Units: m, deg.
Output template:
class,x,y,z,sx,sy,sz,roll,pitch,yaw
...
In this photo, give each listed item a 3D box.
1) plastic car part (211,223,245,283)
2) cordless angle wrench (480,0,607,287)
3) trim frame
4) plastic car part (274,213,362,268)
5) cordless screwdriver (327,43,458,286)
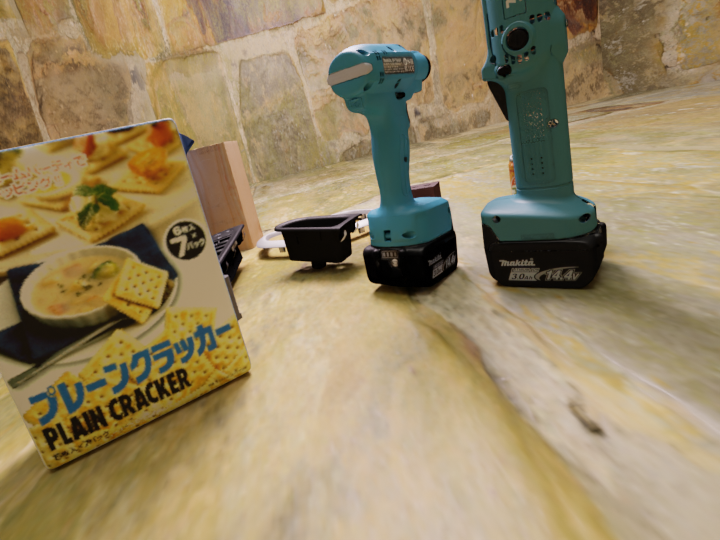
class,x,y,z,sx,sy,sz,roll,pitch,yaw
plastic car part,-0.211,-0.010,0.622,0.066,0.065,0.207,-13,18,0
cordless angle wrench,0.137,-0.193,0.358,0.102,0.414,0.072,-1,18,37
trim frame,-0.070,-0.075,0.770,0.242,0.027,0.193,-22,20,-24
plastic car part,-0.057,-0.038,0.587,0.122,0.069,0.064,-2,20,32
cordless screwdriver,0.051,-0.116,0.463,0.078,0.243,0.155,-1,20,39
